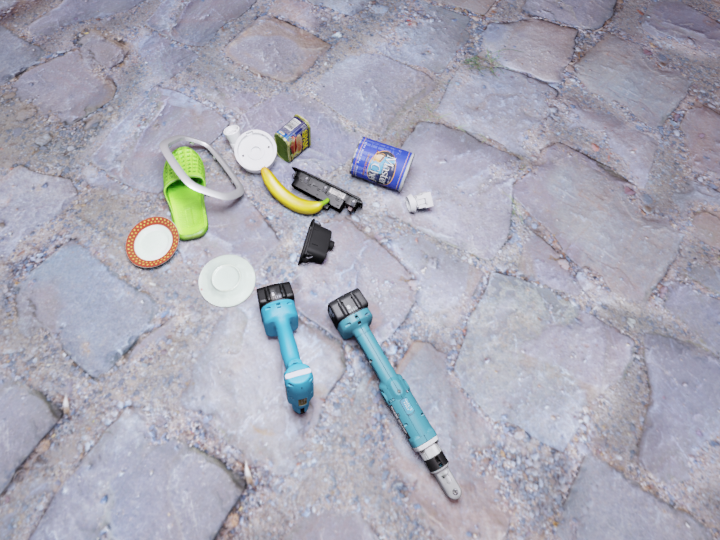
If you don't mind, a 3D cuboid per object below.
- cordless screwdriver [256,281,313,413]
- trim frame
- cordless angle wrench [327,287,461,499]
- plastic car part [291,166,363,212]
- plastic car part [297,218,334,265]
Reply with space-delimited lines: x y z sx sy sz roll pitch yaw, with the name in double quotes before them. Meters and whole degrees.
"cordless screwdriver" -0.149 0.156 0.859 0.073 0.154 0.261 -12 50 -15
"trim frame" -0.390 -0.257 1.049 0.258 0.027 0.177 48 34 21
"cordless angle wrench" 0.068 0.237 0.837 0.073 0.096 0.437 -27 71 -13
"plastic car part" -0.095 -0.196 1.070 0.208 0.065 0.067 32 92 12
"plastic car part" -0.098 -0.064 1.004 0.070 0.066 0.118 22 60 -11
